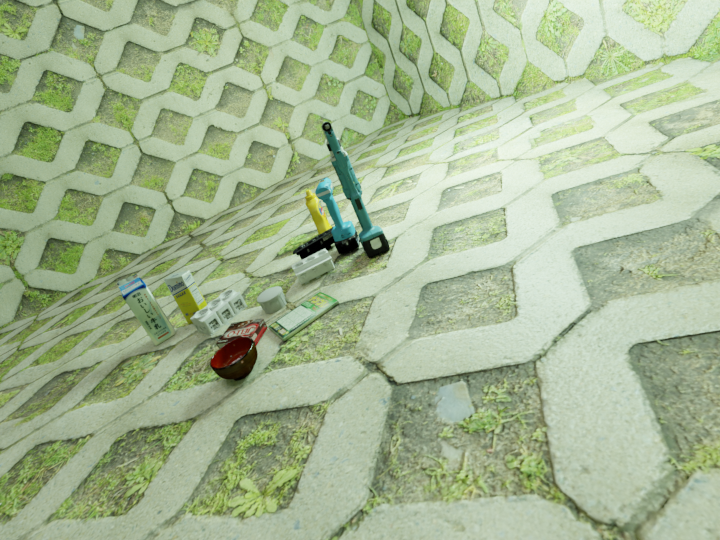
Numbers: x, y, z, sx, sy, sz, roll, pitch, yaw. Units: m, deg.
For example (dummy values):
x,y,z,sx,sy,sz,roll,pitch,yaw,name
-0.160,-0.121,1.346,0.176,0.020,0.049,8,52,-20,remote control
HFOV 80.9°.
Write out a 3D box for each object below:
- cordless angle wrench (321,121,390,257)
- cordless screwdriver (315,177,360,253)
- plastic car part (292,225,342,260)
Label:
x,y,z,sx,sy,sz,roll,pitch,yaw,name
-0.024,-0.240,1.256,0.074,0.410,0.101,-24,20,-1,cordless angle wrench
-0.079,-0.190,1.416,0.075,0.241,0.162,-20,21,10,cordless screwdriver
-0.147,-0.096,1.504,0.202,0.065,0.069,-27,22,-5,plastic car part
